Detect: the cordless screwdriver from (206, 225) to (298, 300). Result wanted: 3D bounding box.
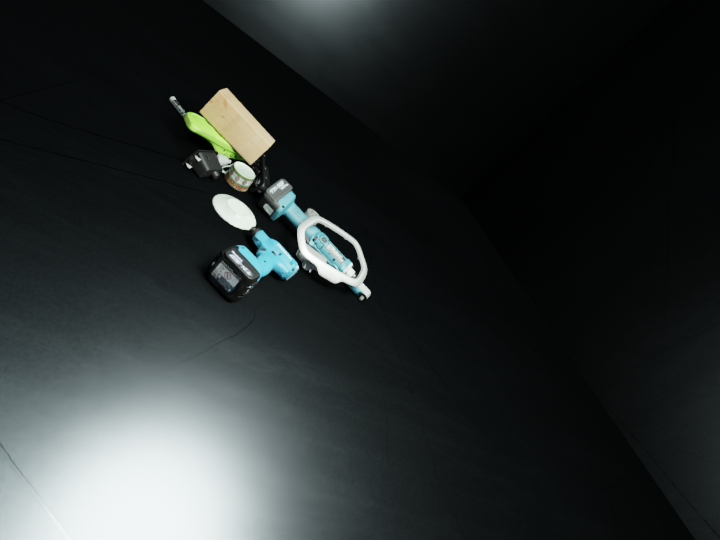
[{"bbox_3d":[-0.250,-0.030,0.963,0.162,0.075,0.243,46,21,6],"label":"cordless screwdriver"}]

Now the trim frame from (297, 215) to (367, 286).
[{"bbox_3d":[-0.076,-0.053,1.174,0.238,0.028,0.188,32,44,-26],"label":"trim frame"}]

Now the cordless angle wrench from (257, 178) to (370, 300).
[{"bbox_3d":[-0.120,-0.078,1.223,0.421,0.075,0.097,47,54,-2],"label":"cordless angle wrench"}]

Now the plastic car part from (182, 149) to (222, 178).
[{"bbox_3d":[-0.414,-0.283,1.151,0.071,0.067,0.114,61,22,0],"label":"plastic car part"}]

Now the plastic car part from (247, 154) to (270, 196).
[{"bbox_3d":[-0.313,-0.290,1.307,0.064,0.067,0.211,58,10,-38],"label":"plastic car part"}]
